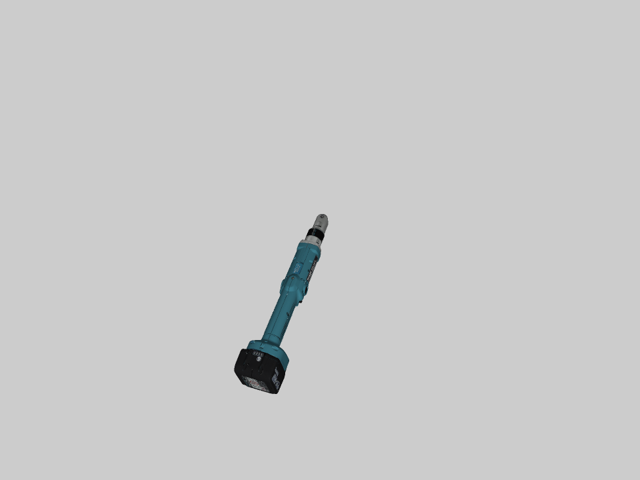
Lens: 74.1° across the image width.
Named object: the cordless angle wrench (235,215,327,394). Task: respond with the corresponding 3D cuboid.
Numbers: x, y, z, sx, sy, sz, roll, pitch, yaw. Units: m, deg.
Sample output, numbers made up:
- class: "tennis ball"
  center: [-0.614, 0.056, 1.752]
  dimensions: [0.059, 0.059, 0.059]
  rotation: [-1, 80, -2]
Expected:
- class: "cordless angle wrench"
  center: [-0.055, 0.103, 0.896]
  dimensions: [0.074, 0.421, 0.098]
  rotation: [11, -36, 15]
